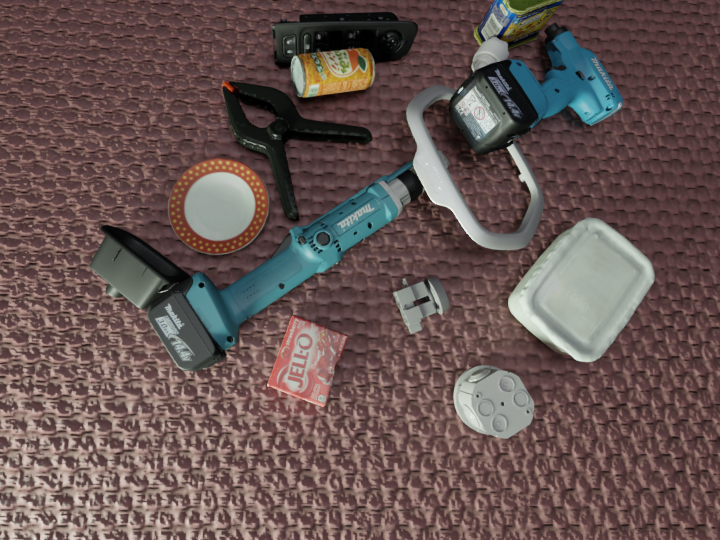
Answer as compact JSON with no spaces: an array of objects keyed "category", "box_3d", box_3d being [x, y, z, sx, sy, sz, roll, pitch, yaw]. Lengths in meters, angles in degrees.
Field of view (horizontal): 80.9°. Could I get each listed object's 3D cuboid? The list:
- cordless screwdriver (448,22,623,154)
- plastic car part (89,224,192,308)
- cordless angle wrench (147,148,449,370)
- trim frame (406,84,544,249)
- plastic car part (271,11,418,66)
[{"category":"cordless screwdriver","box_3d":[0.233,-0.257,0.574,0.242,0.075,0.162,-22,80,-24]},{"category":"plastic car part","box_3d":[-0.278,0.004,0.516,0.118,0.065,0.071,32,92,6]},{"category":"cordless angle wrench","box_3d":[-0.052,-0.034,0.531,0.419,0.074,0.099,-35,84,-12]},{"category":"trim frame","box_3d":[0.153,-0.141,0.561,0.179,0.028,0.252,-21,81,-29]},{"category":"plastic car part","box_3d":[-0.023,-0.336,0.607,0.202,0.064,0.069,-1,53,-3]}]
